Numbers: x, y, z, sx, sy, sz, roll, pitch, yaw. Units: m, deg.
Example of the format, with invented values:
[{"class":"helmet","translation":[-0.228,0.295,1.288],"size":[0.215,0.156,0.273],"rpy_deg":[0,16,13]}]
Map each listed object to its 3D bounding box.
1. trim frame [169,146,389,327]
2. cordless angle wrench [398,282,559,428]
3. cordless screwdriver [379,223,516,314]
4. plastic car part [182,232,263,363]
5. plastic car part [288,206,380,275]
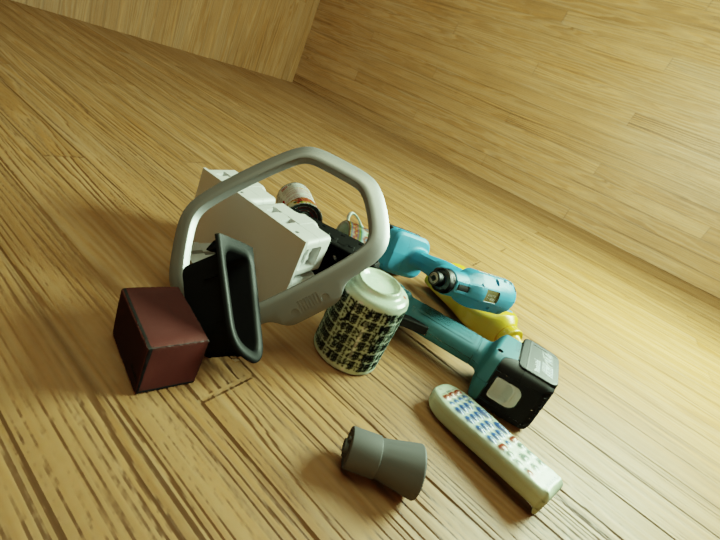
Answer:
[{"class":"trim frame","translation":[-0.090,-0.035,0.456],"size":[0.190,0.247,0.027],"rpy_deg":[61,-5,19]},{"class":"cordless angle wrench","translation":[0.040,0.044,0.579],"size":[0.439,0.073,0.095],"rpy_deg":[30,26,20]},{"class":"cordless screwdriver","translation":[0.089,-0.012,0.641],"size":[0.151,0.074,0.263],"rpy_deg":[14,11,-39]},{"class":"plastic car part","translation":[-0.139,0.033,0.404],"size":[0.073,0.119,0.063],"rpy_deg":[-12,-16,16]},{"class":"plastic car part","translation":[-0.056,-0.036,0.569],"size":[0.212,0.064,0.066],"rpy_deg":[26,50,23]}]
